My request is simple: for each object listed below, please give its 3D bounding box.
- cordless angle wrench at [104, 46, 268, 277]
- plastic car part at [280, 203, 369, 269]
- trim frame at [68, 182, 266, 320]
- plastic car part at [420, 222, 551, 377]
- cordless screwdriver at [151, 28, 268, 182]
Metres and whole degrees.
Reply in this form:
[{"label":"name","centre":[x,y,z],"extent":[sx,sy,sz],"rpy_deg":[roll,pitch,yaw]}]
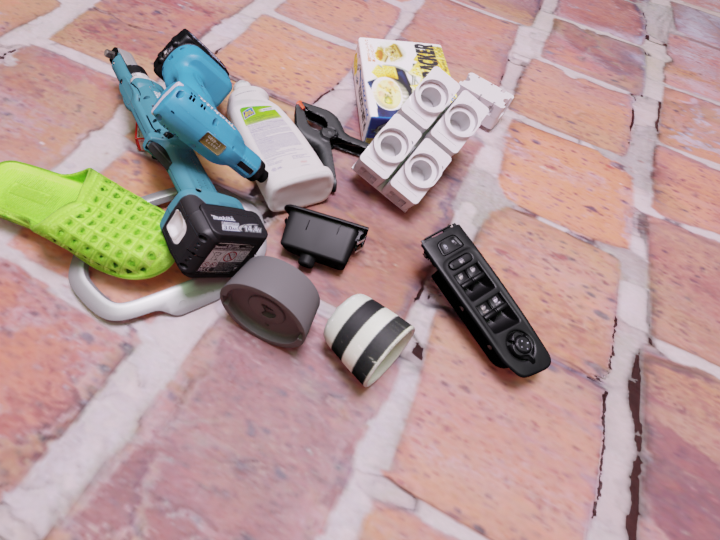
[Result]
[{"label":"cordless angle wrench","centre":[-0.261,-0.176,0.567],"extent":[0.093,0.075,0.441],"rpy_deg":[4,44,-52]},{"label":"plastic car part","centre":[-0.055,-0.036,0.561],"extent":[0.118,0.065,0.071],"rpy_deg":[15,72,4]},{"label":"trim frame","centre":[-0.243,-0.031,0.547],"extent":[0.243,0.027,0.192],"rpy_deg":[-24,64,-23]},{"label":"plastic car part","centre":[0.146,0.043,0.529],"extent":[0.064,0.067,0.210],"rpy_deg":[-23,69,-30]},{"label":"cordless screwdriver","centre":[-0.206,-0.225,0.582],"extent":[0.075,0.150,0.261],"rpy_deg":[-39,46,14]}]
